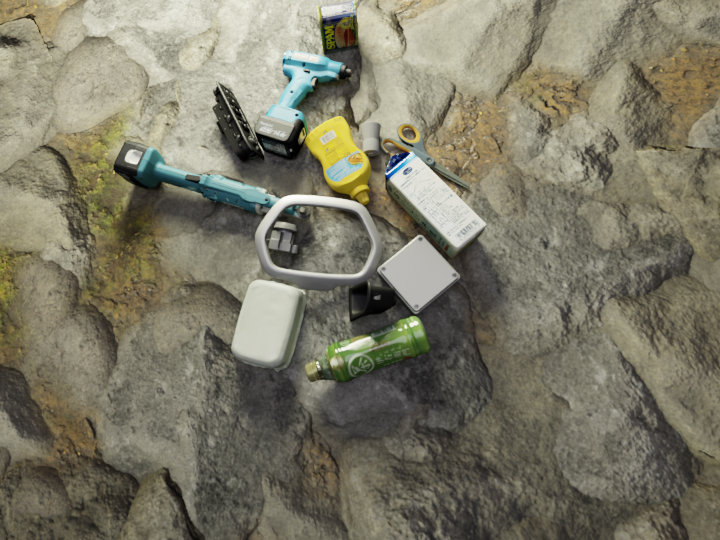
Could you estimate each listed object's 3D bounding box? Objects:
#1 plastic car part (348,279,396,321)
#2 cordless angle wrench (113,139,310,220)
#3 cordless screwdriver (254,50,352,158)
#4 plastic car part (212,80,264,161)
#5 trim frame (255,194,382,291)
[{"bbox_3d":[0.026,0.055,0.769,0.069,0.118,0.067,4,76,-19],"label":"plastic car part"},{"bbox_3d":[-0.306,-0.174,0.891,0.430,0.096,0.075,17,78,8],"label":"cordless angle wrench"},{"bbox_3d":[-0.124,-0.366,0.922,0.163,0.072,0.251,15,73,10],"label":"cordless screwdriver"},{"bbox_3d":[-0.280,-0.321,0.936,0.067,0.064,0.209,-35,73,6],"label":"plastic car part"},{"bbox_3d":[-0.080,-0.053,0.821,0.246,0.028,0.185,5,86,-6],"label":"trim frame"}]
